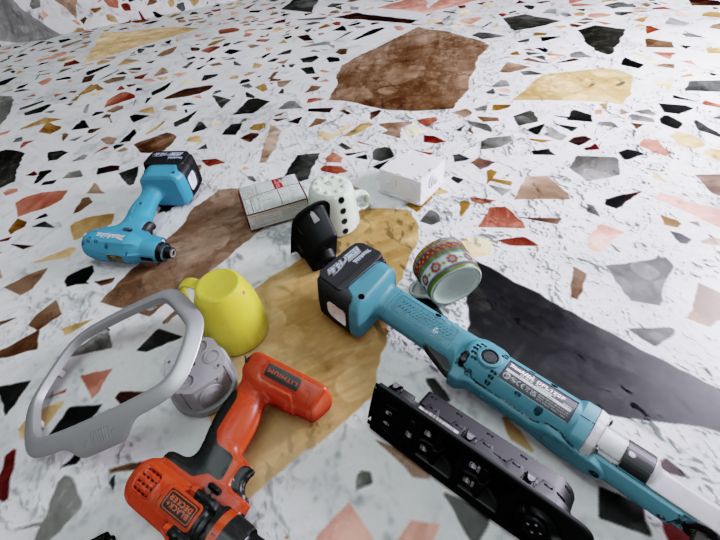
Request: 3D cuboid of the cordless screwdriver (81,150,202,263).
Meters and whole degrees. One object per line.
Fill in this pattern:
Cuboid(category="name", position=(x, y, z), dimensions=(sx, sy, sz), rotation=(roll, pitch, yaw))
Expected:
Cuboid(category="cordless screwdriver", position=(-0.353, -0.111, 0.747), dimensions=(0.163, 0.071, 0.253), rotation=(4, 49, 12))

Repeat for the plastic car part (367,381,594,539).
Cuboid(category="plastic car part", position=(0.104, 0.175, 0.396), dimensions=(0.214, 0.065, 0.064), rotation=(30, 29, 34))

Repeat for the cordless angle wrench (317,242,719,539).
Cuboid(category="cordless angle wrench", position=(0.131, 0.107, 0.452), dimensions=(0.446, 0.071, 0.096), rotation=(32, 56, 31))

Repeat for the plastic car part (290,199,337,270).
Cuboid(category="plastic car part", position=(-0.059, -0.039, 0.607), dimensions=(0.065, 0.115, 0.073), rotation=(-23, 71, -17))

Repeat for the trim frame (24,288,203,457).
Cuboid(category="trim frame", position=(-0.287, 0.115, 0.493), dimensions=(0.250, 0.026, 0.193), rotation=(-25, 44, 6))
